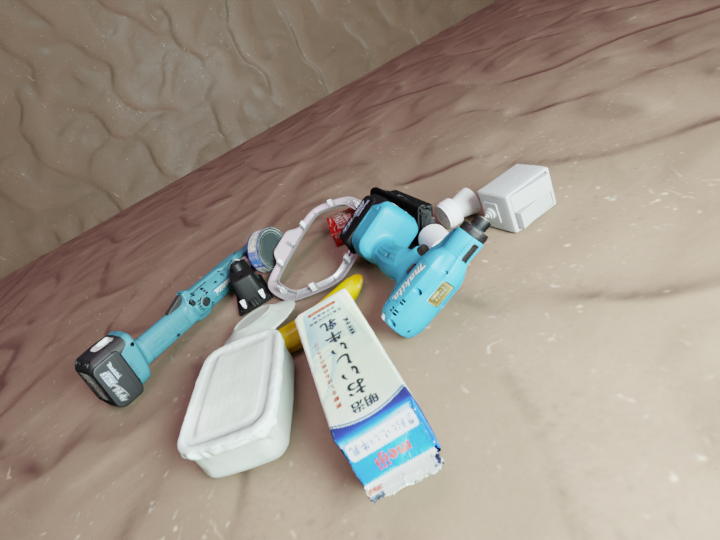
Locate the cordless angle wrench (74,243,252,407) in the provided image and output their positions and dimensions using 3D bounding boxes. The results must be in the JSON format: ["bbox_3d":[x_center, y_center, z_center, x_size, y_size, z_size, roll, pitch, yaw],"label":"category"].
[{"bbox_3d":[-0.300,0.056,0.775,0.078,0.094,0.419,-5,32,37],"label":"cordless angle wrench"}]

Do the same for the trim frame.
[{"bbox_3d":[-0.074,-0.048,0.754,0.193,0.026,0.250,0,52,37],"label":"trim frame"}]

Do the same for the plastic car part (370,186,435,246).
[{"bbox_3d":[0.073,-0.107,0.731,0.066,0.064,0.213,-22,27,-17],"label":"plastic car part"}]

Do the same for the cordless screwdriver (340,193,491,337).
[{"bbox_3d":[0.062,-0.040,0.567,0.159,0.071,0.259,-53,27,13],"label":"cordless screwdriver"}]

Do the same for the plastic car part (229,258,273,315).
[{"bbox_3d":[-0.210,0.017,0.766,0.065,0.068,0.122,-30,31,-8],"label":"plastic car part"}]
